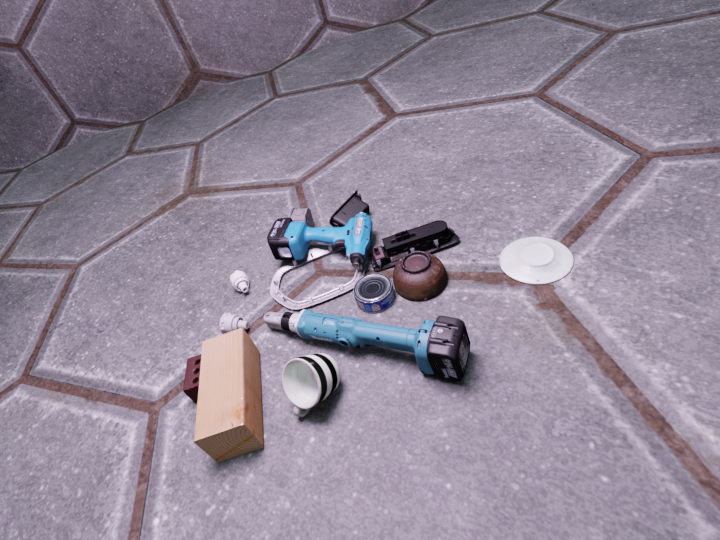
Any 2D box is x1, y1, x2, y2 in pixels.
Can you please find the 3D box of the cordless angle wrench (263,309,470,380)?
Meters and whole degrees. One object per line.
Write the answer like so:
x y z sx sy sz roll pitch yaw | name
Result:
-0.019 0.117 0.803 0.443 0.093 0.074 4 49 32 | cordless angle wrench

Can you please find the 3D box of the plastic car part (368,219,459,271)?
0.117 -0.066 0.957 0.204 0.064 0.069 -15 34 4 | plastic car part

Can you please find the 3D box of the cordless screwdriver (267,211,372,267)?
-0.099 -0.065 1.010 0.255 0.071 0.162 -3 44 15 | cordless screwdriver

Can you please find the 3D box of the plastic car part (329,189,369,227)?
-0.018 -0.143 1.104 0.074 0.063 0.116 28 63 26 | plastic car part

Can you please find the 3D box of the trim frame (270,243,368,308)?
-0.100 0.005 1.001 0.249 0.026 0.193 -23 40 2 | trim frame
